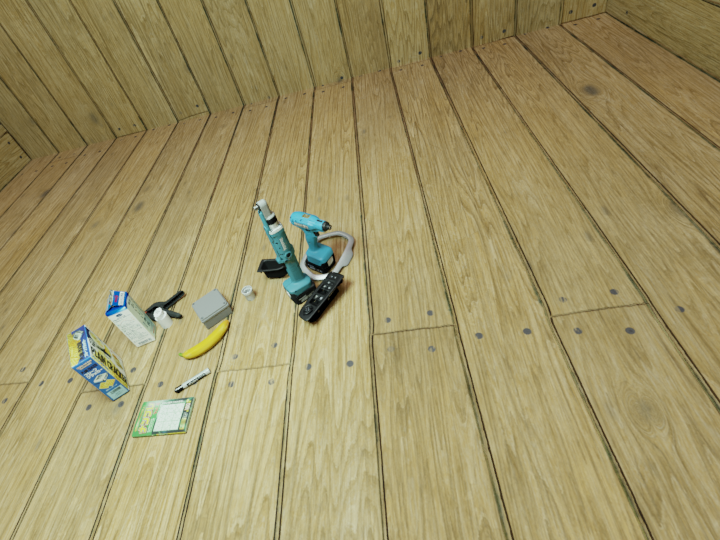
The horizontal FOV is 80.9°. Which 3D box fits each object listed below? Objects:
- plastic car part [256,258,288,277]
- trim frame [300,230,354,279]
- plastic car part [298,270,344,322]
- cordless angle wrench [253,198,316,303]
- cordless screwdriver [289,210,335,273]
[{"bbox_3d":[-0.312,-0.002,1.561,0.120,0.068,0.067,-2,46,17],"label":"plastic car part"},{"bbox_3d":[-0.122,-0.059,1.577,0.192,0.026,0.249,7,50,26],"label":"trim frame"},{"bbox_3d":[-0.129,0.095,1.402,0.070,0.064,0.201,20,57,34],"label":"plastic car part"},{"bbox_3d":[-0.243,-0.059,1.349,0.097,0.404,0.079,-34,46,-17],"label":"cordless angle wrench"},{"bbox_3d":[-0.143,-0.094,1.467,0.168,0.237,0.074,18,54,32],"label":"cordless screwdriver"}]
